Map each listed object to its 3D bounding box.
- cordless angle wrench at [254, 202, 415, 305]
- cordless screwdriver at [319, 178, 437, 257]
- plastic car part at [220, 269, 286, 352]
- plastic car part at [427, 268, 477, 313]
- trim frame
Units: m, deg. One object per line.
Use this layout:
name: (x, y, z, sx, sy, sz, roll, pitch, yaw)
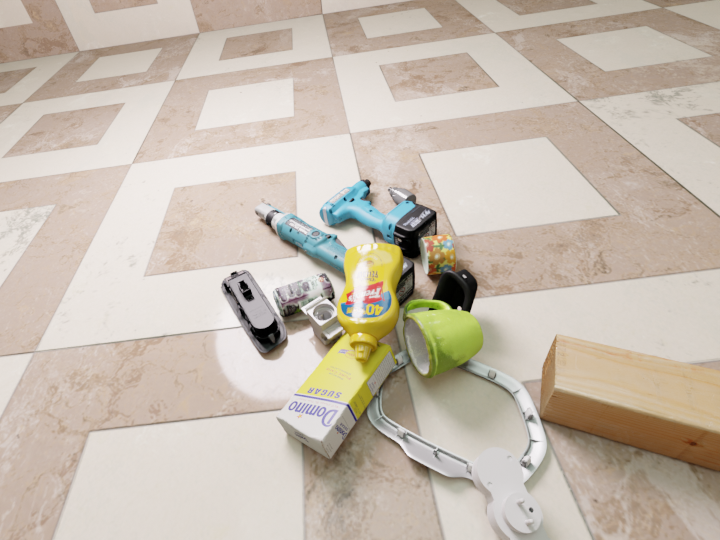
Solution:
cordless angle wrench: (-0.085, -0.055, 0.866, 0.447, 0.071, 0.096, 30, 56, 35)
cordless screwdriver: (0.049, -0.128, 0.914, 0.262, 0.071, 0.157, 24, 53, 34)
plastic car part: (-0.198, 0.060, 0.776, 0.065, 0.065, 0.214, -22, 48, -24)
plastic car part: (0.161, 0.048, 0.698, 0.069, 0.114, 0.068, 31, 31, 32)
trim frame: (0.129, 0.197, 0.603, 0.259, 0.026, 0.183, 19, 52, 24)
